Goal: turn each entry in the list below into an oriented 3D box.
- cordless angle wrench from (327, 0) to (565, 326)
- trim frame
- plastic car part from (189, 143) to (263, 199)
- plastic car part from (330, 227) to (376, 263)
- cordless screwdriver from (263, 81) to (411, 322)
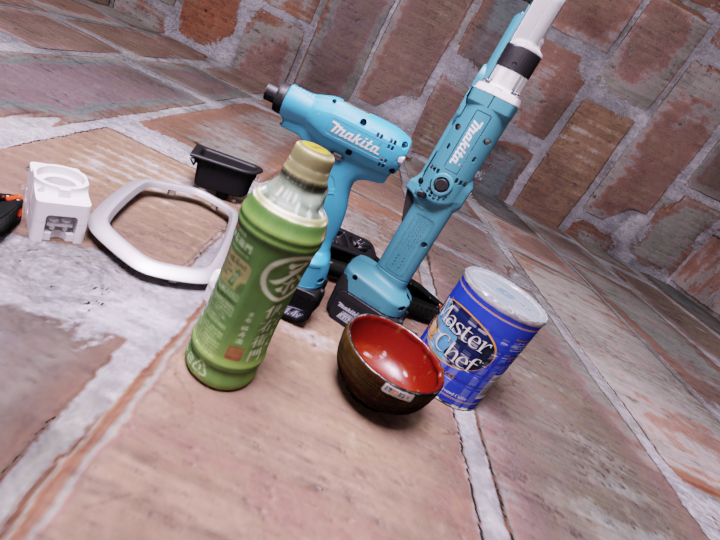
[{"bbox_3d":[0.094,-0.100,0.487,0.100,0.421,0.073,34,23,10],"label":"cordless angle wrench"},{"bbox_3d":[-0.236,-0.058,0.552,0.179,0.027,0.256,20,24,-15],"label":"trim frame"},{"bbox_3d":[-0.230,-0.156,0.707,0.113,0.070,0.068,20,24,-16],"label":"plastic car part"},{"bbox_3d":[-0.063,-0.041,0.647,0.194,0.067,0.069,14,27,-28],"label":"plastic car part"},{"bbox_3d":[-0.071,-0.073,0.477,0.158,0.248,0.075,27,23,-4],"label":"cordless screwdriver"}]
